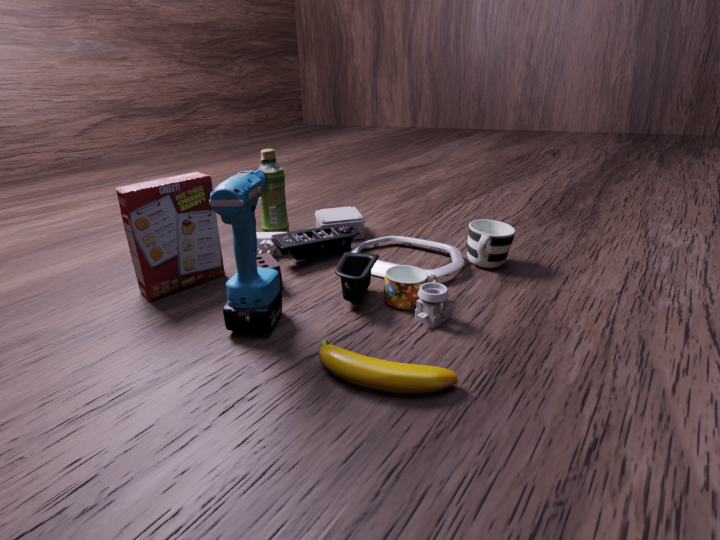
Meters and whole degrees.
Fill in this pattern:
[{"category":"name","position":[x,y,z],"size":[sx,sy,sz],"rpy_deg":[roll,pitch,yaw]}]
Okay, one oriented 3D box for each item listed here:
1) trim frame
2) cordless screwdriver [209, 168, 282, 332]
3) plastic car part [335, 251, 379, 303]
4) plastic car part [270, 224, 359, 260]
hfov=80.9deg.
[{"category":"trim frame","position":[0.093,-0.030,0.887],"size":[0.262,0.027,0.179],"rpy_deg":[15,30,34]},{"category":"cordless screwdriver","position":[-0.173,-0.035,0.680],"size":[0.075,0.243,0.161],"rpy_deg":[1,23,7]},{"category":"plastic car part","position":[-0.009,0.018,0.747],"size":[0.068,0.069,0.116],"rpy_deg":[3,25,13]},{"category":"plastic car part","position":[-0.091,-0.060,0.931],"size":[0.197,0.065,0.070],"rpy_deg":[-16,27,-26]}]
